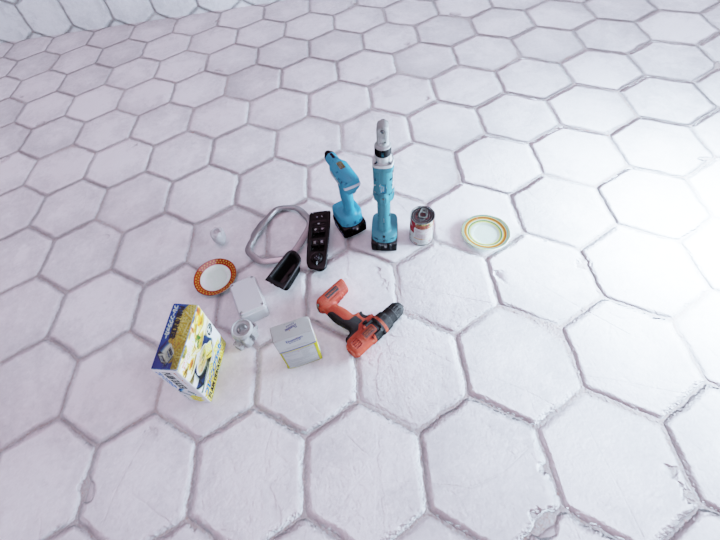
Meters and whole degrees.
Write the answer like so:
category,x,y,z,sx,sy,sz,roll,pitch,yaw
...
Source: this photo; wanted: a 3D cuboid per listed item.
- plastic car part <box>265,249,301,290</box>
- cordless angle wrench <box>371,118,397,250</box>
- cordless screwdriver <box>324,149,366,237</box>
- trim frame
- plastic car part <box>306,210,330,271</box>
category,x,y,z,sx,sy,sz,roll,pitch,yaw
plastic car part,-0.203,0.009,1.186,0.069,0.068,0.116,22,61,21
cordless angle wrench,0.060,-0.204,1.087,0.075,0.407,0.100,3,55,6
cordless screwdriver,-0.051,-0.220,1.220,0.073,0.239,0.167,-24,56,-12
trim frame,-0.251,-0.113,1.307,0.191,0.026,0.250,15,58,19
plastic car part,-0.121,-0.079,1.239,0.067,0.064,0.209,-2,54,5
